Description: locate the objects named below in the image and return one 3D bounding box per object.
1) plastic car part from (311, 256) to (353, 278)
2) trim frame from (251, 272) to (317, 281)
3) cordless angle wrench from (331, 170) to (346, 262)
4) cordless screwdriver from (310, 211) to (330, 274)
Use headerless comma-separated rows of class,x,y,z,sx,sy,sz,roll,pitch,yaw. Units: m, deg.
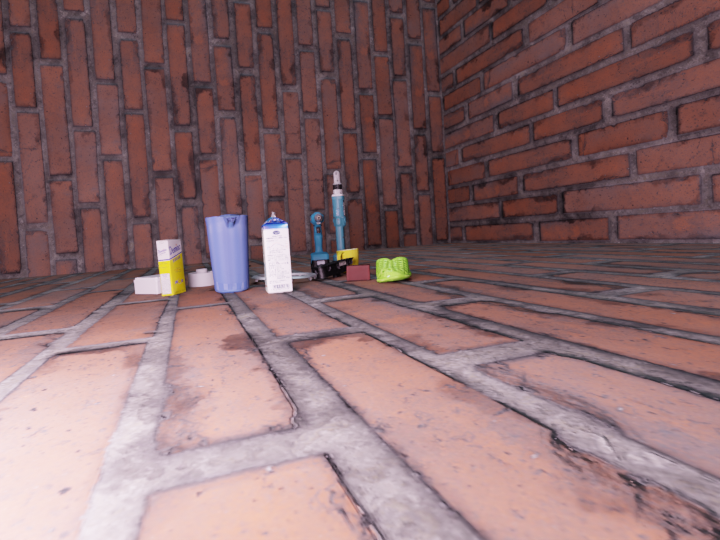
plastic car part,-0.103,-0.006,1.525,0.069,0.067,0.194,-1,5,36
trim frame,-0.272,0.025,1.528,0.250,0.027,0.184,-4,5,2
cordless angle wrench,-0.088,-0.210,1.786,0.076,0.422,0.096,-3,2,12
cordless screwdriver,-0.164,-0.107,1.674,0.074,0.248,0.161,-4,3,-8
